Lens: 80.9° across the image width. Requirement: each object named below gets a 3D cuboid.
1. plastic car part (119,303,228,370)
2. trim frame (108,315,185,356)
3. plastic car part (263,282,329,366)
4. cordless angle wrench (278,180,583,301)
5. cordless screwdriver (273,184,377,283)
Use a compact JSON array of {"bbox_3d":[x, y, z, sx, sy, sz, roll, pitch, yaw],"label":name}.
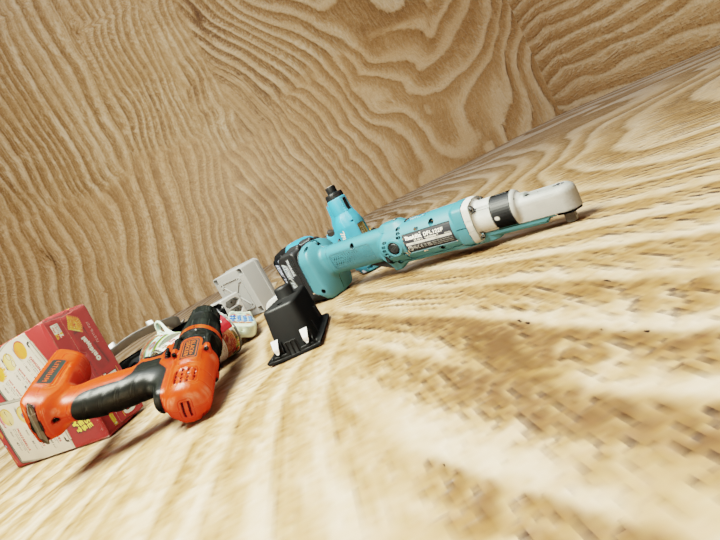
[{"bbox_3d":[-0.316,0.141,0.741,0.200,0.064,0.071,-29,32,-18],"label":"plastic car part"},{"bbox_3d":[-0.406,0.151,0.783,0.180,0.028,0.247,-31,-13,-31],"label":"trim frame"},{"bbox_3d":[-0.080,0.051,0.503,0.067,0.070,0.117,-25,11,8],"label":"plastic car part"},{"bbox_3d":[0.056,-0.038,0.562,0.439,0.096,0.073,-15,15,42],"label":"cordless angle wrench"},{"bbox_3d":[-0.078,-0.051,0.801,0.072,0.158,0.257,-31,6,-40],"label":"cordless screwdriver"}]
